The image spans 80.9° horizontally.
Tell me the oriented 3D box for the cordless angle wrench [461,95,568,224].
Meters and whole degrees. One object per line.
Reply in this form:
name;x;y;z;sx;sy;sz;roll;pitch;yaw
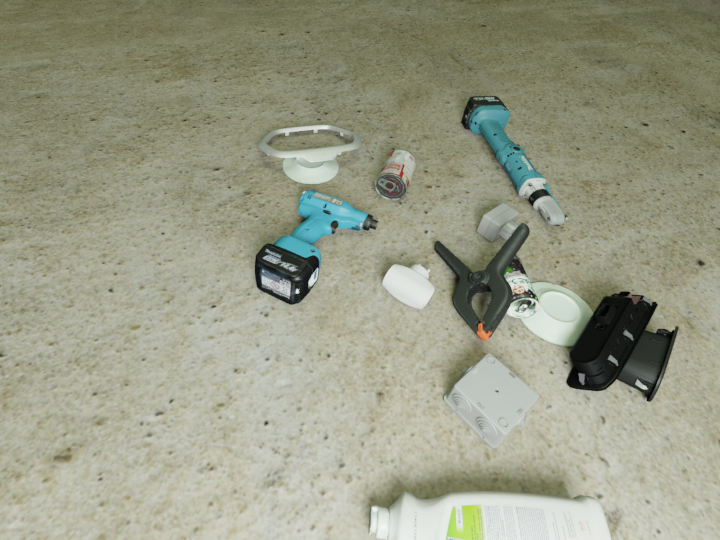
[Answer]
cordless angle wrench;0.354;-0.263;0.983;0.097;0.072;0.440;-5;51;-10

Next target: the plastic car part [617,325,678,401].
plastic car part;0.423;0.131;0.644;0.075;0.063;0.115;25;53;35

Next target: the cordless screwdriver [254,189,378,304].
cordless screwdriver;-0.074;-0.048;0.758;0.163;0.072;0.249;18;45;10

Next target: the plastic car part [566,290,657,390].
plastic car part;0.377;0.097;0.642;0.201;0.064;0.070;-47;31;-24

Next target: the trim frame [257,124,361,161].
trim frame;-0.118;-0.301;0.990;0.242;0.027;0.194;-11;38;-18
